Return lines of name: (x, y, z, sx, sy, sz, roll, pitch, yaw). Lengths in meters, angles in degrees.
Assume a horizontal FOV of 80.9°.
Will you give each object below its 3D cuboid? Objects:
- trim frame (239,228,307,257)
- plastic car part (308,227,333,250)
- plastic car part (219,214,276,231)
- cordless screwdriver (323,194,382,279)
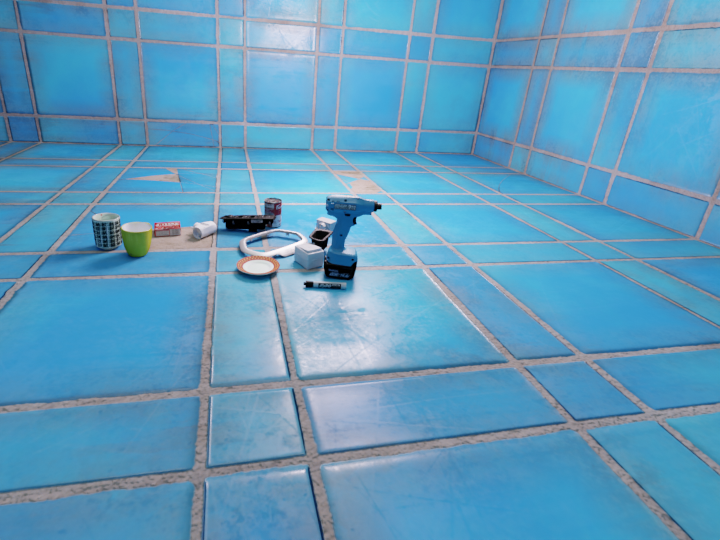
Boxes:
trim frame: (-0.296, -0.093, 1.439, 0.195, 0.027, 0.240, 24, 32, 36)
plastic car part: (-0.138, -0.090, 1.407, 0.067, 0.069, 0.116, 9, 25, 9)
plastic car part: (-0.414, -0.177, 1.556, 0.203, 0.066, 0.067, 4, 24, 1)
cordless screwdriver: (-0.029, -0.098, 1.235, 0.159, 0.244, 0.076, 5, 23, -2)
